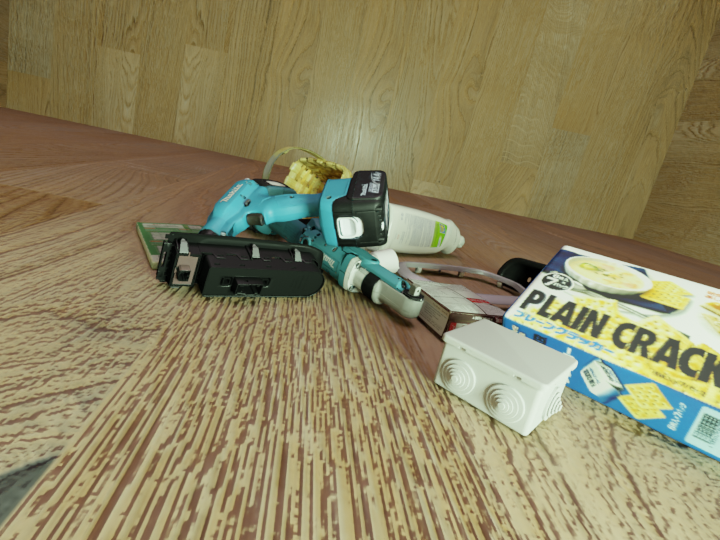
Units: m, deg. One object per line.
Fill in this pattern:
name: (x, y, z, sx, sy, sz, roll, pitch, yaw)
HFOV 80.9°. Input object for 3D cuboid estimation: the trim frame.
trim frame: (0.173, 0.021, 0.701, 0.239, 0.027, 0.193, 3, 19, -25)

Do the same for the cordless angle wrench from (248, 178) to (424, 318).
cordless angle wrench: (-0.063, -0.041, 0.647, 0.071, 0.097, 0.448, 1, 23, -39)

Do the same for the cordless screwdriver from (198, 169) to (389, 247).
cordless screwdriver: (-0.089, -0.071, 0.567, 0.256, 0.071, 0.161, 2, 37, 17)

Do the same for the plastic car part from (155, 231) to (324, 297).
plastic car part: (-0.120, 0.000, 0.485, 0.193, 0.065, 0.071, 0, 29, -37)

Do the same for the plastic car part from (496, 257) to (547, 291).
plastic car part: (0.319, 0.021, 0.766, 0.067, 0.066, 0.122, 22, 5, -32)
